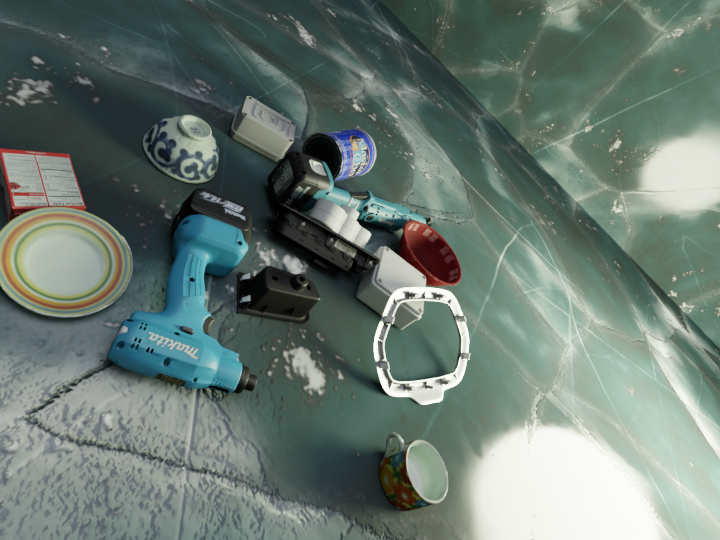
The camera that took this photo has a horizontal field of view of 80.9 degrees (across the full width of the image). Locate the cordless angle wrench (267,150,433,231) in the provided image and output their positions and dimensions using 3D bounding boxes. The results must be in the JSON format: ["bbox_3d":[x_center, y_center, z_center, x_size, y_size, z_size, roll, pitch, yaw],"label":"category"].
[{"bbox_3d":[0.010,-0.128,0.853,0.401,0.099,0.077,11,49,-43],"label":"cordless angle wrench"}]

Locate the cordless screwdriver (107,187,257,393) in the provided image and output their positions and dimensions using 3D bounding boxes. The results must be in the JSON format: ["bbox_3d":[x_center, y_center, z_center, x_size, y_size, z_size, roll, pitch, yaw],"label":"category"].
[{"bbox_3d":[-0.185,0.022,0.525,0.153,0.075,0.256,25,44,-24],"label":"cordless screwdriver"}]

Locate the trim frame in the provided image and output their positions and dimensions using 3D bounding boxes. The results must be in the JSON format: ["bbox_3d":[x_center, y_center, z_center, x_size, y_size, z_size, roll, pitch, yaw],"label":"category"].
[{"bbox_3d":[0.110,0.120,0.693,0.236,0.029,0.185,7,81,-42],"label":"trim frame"}]

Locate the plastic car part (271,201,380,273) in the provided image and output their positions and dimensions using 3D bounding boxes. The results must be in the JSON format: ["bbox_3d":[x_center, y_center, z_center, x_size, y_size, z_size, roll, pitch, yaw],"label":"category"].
[{"bbox_3d":[-0.070,-0.045,0.711,0.196,0.067,0.068,34,-6,-17],"label":"plastic car part"}]

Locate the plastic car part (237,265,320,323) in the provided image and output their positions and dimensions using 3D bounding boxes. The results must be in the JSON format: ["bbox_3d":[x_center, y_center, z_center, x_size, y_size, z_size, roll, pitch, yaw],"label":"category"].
[{"bbox_3d":[-0.107,0.028,0.593,0.111,0.072,0.068,15,48,-30],"label":"plastic car part"}]
